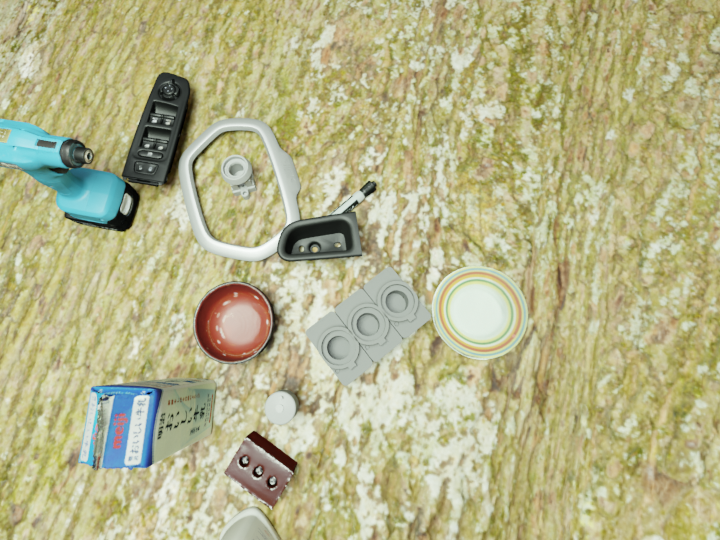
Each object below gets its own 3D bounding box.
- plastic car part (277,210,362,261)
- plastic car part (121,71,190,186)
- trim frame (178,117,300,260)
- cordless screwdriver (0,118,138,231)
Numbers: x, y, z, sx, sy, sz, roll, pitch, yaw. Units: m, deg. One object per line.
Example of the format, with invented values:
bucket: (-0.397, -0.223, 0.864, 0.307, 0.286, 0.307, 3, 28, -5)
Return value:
plastic car part: (-0.060, -0.040, 0.618, 0.117, 0.069, 0.067, -8, 77, 1)
plastic car part: (-0.318, -0.225, 0.687, 0.067, 0.066, 0.205, 6, 76, 3)
trim frame: (-0.190, -0.132, 0.674, 0.184, 0.027, 0.254, -19, 75, -1)
cordless screwdriver: (-0.382, -0.121, 0.573, 0.161, 0.244, 0.075, 10, 78, 3)
